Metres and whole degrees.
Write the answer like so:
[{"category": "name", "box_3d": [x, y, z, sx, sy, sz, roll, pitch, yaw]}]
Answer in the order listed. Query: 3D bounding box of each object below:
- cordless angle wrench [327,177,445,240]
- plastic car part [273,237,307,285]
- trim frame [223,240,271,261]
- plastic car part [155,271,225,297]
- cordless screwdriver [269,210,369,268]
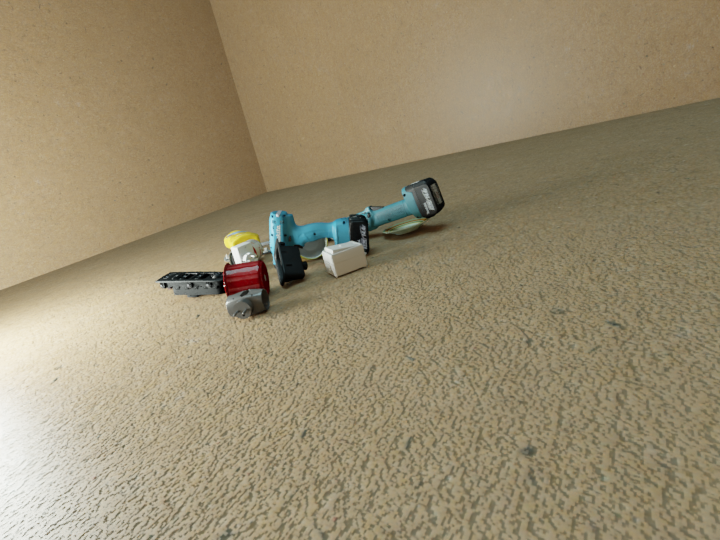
[{"category": "cordless angle wrench", "box_3d": [0.020, -0.144, 1.194, 0.438, 0.097, 0.072, -16, 9, 35]}, {"category": "plastic car part", "box_3d": [-0.162, -0.015, 0.999, 0.069, 0.065, 0.122, -7, 49, -21]}, {"category": "trim frame", "box_3d": [-0.342, -0.075, 1.418, 0.253, 0.027, 0.185, -10, 19, 11]}, {"category": "plastic car part", "box_3d": [-0.415, 0.035, 1.072, 0.208, 0.066, 0.065, -5, 10, 17]}, {"category": "cordless screwdriver", "box_3d": [-0.104, -0.068, 1.059, 0.250, 0.156, 0.075, 1, 18, 2]}]
